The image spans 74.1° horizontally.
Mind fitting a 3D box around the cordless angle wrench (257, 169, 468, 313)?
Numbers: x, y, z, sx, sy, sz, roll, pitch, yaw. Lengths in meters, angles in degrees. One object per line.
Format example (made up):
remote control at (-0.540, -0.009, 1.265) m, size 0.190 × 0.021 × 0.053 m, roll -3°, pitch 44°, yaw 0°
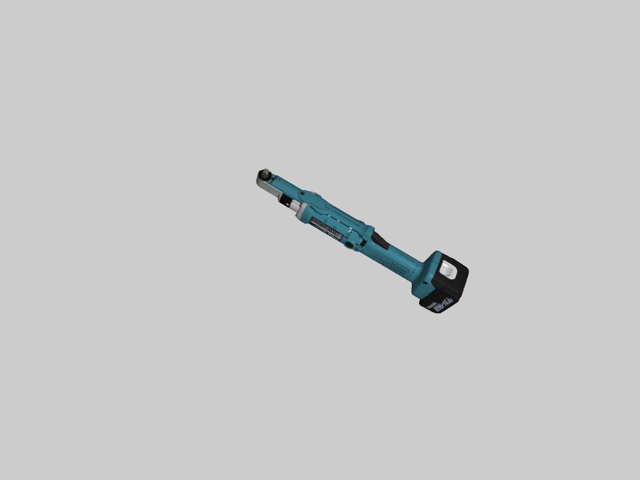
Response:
cordless angle wrench at (0.065, -0.010, 0.784) m, size 0.423 × 0.074 × 0.098 m, roll 31°, pitch -33°, yaw 1°
